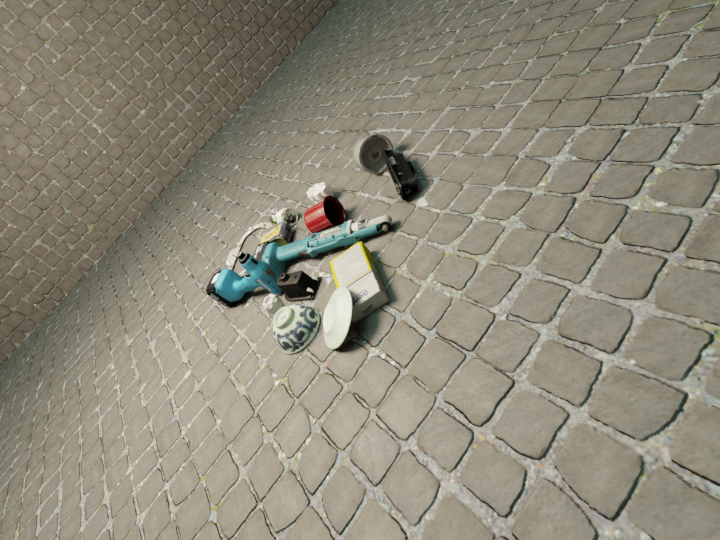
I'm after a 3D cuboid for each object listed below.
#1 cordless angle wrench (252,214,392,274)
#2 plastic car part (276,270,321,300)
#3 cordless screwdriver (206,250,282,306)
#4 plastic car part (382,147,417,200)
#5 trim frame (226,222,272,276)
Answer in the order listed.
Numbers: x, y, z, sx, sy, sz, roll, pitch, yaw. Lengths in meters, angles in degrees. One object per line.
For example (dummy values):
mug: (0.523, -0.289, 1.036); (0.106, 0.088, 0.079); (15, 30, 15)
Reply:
cordless angle wrench: (-0.107, -0.070, 1.097); (0.438, 0.070, 0.100); (-15, 44, 32)
plastic car part: (-0.166, 0.032, 1.049); (0.121, 0.067, 0.067); (-9, 46, 37)
cordless screwdriver: (-0.333, 0.021, 1.155); (0.258, 0.151, 0.075); (-14, 44, 39)
plastic car part: (0.103, -0.245, 1.073); (0.067, 0.063, 0.210); (-10, 40, 3)
trim frame: (-0.370, -0.070, 1.393); (0.190, 0.026, 0.254); (-21, 43, 31)
